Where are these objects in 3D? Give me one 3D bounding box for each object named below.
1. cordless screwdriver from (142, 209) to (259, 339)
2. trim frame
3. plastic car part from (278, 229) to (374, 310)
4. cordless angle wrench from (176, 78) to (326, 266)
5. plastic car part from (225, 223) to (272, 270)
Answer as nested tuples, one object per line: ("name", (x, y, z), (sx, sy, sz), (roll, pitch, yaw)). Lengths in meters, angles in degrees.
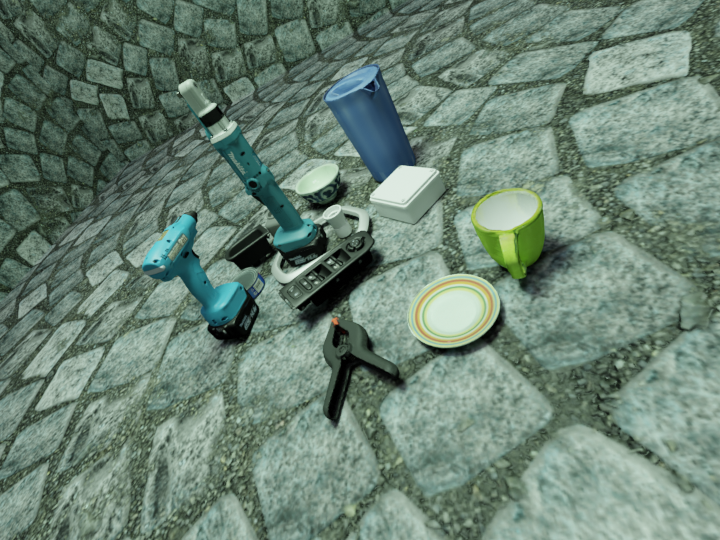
("cordless screwdriver", (-0.295, 0.011, 0.823), (0.077, 0.237, 0.162), (-15, 38, 26))
("trim frame", (-0.090, -0.059, 0.919), (0.250, 0.026, 0.192), (-30, 36, 8))
("plastic car part", (-0.049, 0.006, 0.779), (0.202, 0.064, 0.070), (-42, 35, -10))
("cordless angle wrench", (-0.204, -0.180, 0.827), (0.101, 0.403, 0.076), (-17, 36, 23))
("plastic car part", (-0.258, -0.045, 1.003), (0.116, 0.067, 0.070), (-41, 35, -10))
